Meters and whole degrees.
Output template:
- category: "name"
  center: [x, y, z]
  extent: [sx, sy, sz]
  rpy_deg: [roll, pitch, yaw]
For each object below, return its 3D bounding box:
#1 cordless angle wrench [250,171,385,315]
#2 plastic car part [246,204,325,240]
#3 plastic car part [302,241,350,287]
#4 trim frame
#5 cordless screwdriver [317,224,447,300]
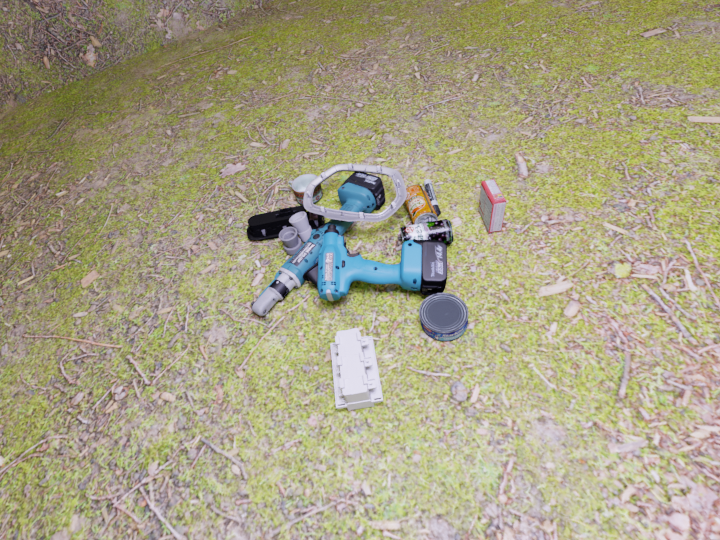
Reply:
- category: "cordless angle wrench"
  center: [-0.093, -0.061, 0.956]
  extent: [0.103, 0.071, 0.421]
  rpy_deg: [24, 63, 31]
- category: "plastic car part"
  center: [-0.193, -0.120, 1.045]
  extent: [0.206, 0.064, 0.068]
  rpy_deg: [-13, 54, 10]
- category: "plastic car part"
  center: [-0.055, 0.006, 0.895]
  extent: [0.115, 0.063, 0.074]
  rpy_deg: [-39, 65, -14]
- category: "trim frame"
  center: [-0.017, -0.180, 0.967]
  extent: [0.259, 0.026, 0.185]
  rpy_deg: [13, 60, 25]
- category: "cordless screwdriver"
  center: [0.040, -0.024, 0.834]
  extent: [0.252, 0.071, 0.163]
  rpy_deg: [-3, 63, 9]
